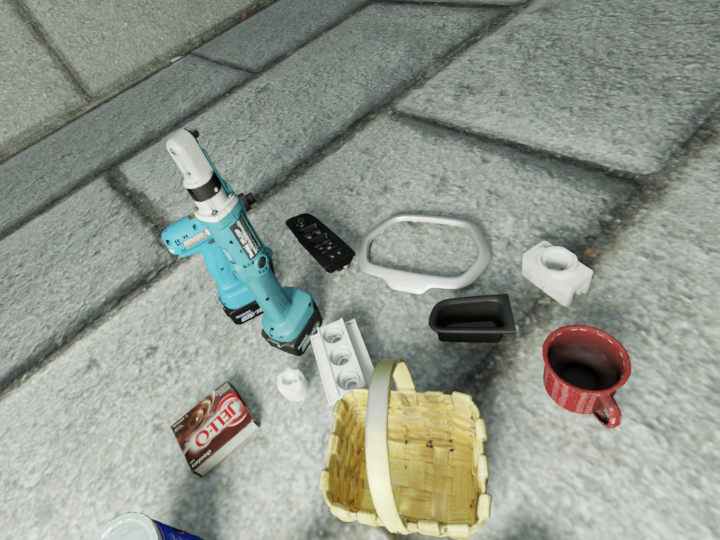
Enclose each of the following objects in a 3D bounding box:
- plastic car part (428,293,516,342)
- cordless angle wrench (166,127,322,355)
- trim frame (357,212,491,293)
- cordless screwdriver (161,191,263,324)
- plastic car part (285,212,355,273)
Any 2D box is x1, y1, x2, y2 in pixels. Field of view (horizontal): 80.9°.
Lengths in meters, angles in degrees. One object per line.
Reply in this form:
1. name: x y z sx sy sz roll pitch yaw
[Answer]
1. plastic car part: 0.165 0.082 0.636 0.119 0.067 0.067 -6 48 15
2. cordless angle wrench: -0.161 -0.019 0.617 0.078 0.403 0.098 15 56 29
3. trim frame: 0.112 -0.038 0.790 0.260 0.026 0.185 10 55 28
4. cordless screwdriver: -0.221 -0.021 0.756 0.158 0.237 0.078 -30 47 -8
5. plastic car part: -0.083 -0.055 0.853 0.066 0.064 0.215 -34 47 -12
